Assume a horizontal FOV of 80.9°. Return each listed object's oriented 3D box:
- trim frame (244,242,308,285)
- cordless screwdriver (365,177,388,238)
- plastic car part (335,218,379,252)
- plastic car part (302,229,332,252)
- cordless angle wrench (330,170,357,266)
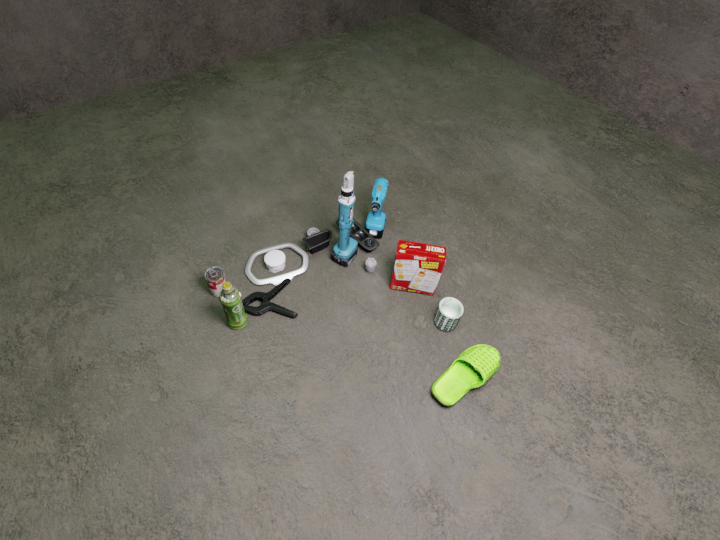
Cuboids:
[{"bbox_3d":[-0.322,-0.024,1.627,0.245,0.027,0.193,-16,52,-12],"label":"trim frame"},{"bbox_3d":[0.061,-0.219,1.642,0.075,0.241,0.161,11,51,5],"label":"cordless screwdriver"},{"bbox_3d":[-0.012,-0.139,1.691,0.065,0.065,0.213,-33,58,-25],"label":"plastic car part"},{"bbox_3d":[-0.163,-0.106,1.665,0.114,0.069,0.069,-22,55,-18],"label":"plastic car part"},{"bbox_3d":[-0.051,-0.178,1.501,0.077,0.410,0.097,29,55,18],"label":"cordless angle wrench"}]
